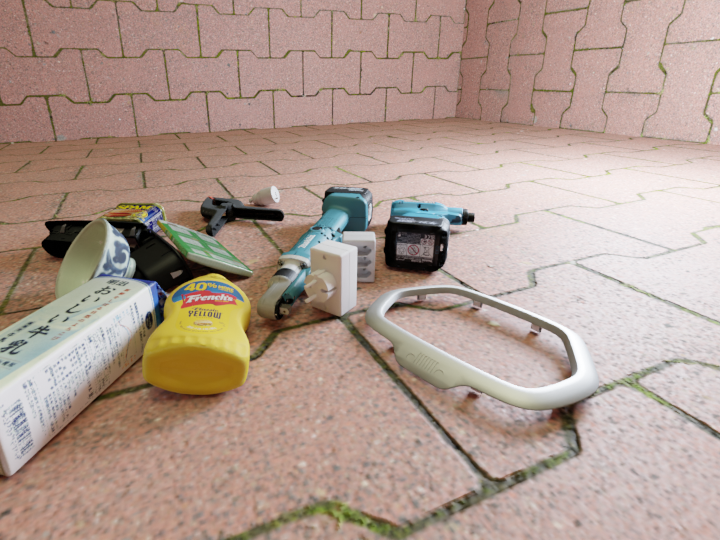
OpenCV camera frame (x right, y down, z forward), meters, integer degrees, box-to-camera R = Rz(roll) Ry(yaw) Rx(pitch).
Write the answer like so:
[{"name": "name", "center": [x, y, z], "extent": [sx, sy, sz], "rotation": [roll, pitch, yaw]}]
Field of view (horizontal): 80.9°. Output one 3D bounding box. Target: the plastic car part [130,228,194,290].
[{"name": "plastic car part", "center": [-0.303, -0.004, 0.619], "extent": [0.069, 0.063, 0.123], "rotation": [-33, 40, -28]}]

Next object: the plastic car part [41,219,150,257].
[{"name": "plastic car part", "center": [-0.448, -0.044, 0.709], "extent": [0.208, 0.064, 0.068], "rotation": [7, 50, 14]}]

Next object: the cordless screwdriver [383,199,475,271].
[{"name": "cordless screwdriver", "center": [0.124, -0.074, 0.733], "extent": [0.162, 0.073, 0.249], "rotation": [4, 21, 10]}]

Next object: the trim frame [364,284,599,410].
[{"name": "trim frame", "center": [0.121, 0.071, 0.466], "extent": [0.178, 0.027, 0.263], "rotation": [-21, 32, -39]}]

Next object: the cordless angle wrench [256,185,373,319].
[{"name": "cordless angle wrench", "center": [-0.066, -0.043, 0.678], "extent": [0.100, 0.072, 0.423], "rotation": [5, 27, 12]}]
